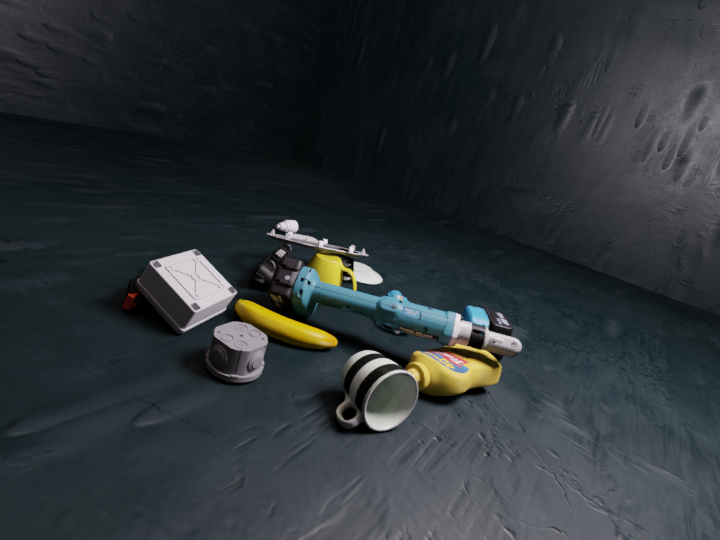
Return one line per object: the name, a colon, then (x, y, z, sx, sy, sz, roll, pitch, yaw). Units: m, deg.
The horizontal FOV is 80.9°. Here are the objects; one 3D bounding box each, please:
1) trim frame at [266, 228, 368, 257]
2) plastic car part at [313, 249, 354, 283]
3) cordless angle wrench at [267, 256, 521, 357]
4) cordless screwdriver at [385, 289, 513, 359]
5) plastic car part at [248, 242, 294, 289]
trim frame: (-0.094, -0.061, 0.959, 0.238, 0.027, 0.193, 8, 6, -29)
plastic car part: (-0.076, -0.013, 1.041, 0.068, 0.064, 0.123, -14, 28, -34)
cordless angle wrench: (0.051, 0.074, 0.724, 0.434, 0.075, 0.094, 14, -28, 14)
cordless screwdriver: (0.172, 0.099, 0.886, 0.249, 0.073, 0.161, 12, 17, 0)
plastic car part: (-0.186, -0.004, 0.914, 0.067, 0.067, 0.202, 43, 16, -3)
